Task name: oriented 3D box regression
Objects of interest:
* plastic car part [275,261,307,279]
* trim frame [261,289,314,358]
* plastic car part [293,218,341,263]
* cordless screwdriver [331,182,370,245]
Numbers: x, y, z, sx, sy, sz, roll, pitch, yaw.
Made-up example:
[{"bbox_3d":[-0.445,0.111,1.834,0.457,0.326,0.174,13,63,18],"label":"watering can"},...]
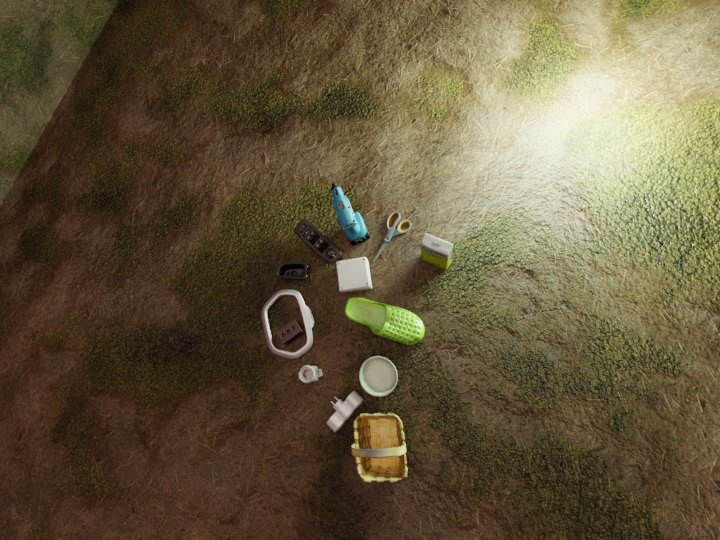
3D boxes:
[{"bbox_3d":[-0.241,0.006,1.528,0.119,0.068,0.067,-1,75,15],"label":"plastic car part"},{"bbox_3d":[-0.257,0.189,1.502,0.186,0.026,0.256,-20,70,10],"label":"trim frame"},{"bbox_3d":[-0.150,-0.098,1.534,0.211,0.064,0.066,42,88,22],"label":"plastic car part"},{"bbox_3d":[-0.041,-0.187,1.434,0.075,0.239,0.164,-22,72,6],"label":"cordless screwdriver"}]
